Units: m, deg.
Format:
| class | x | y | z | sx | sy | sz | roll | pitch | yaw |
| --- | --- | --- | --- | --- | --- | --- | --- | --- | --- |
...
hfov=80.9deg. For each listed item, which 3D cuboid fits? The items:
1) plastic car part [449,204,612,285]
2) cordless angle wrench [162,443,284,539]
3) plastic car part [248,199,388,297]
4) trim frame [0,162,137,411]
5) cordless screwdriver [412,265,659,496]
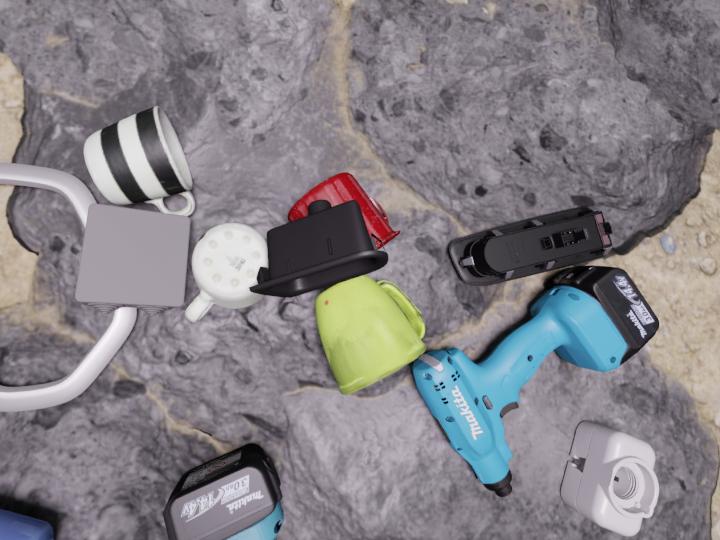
| class | x | y | z | sx | sy | sz | roll | pitch | yaw |
| --- | --- | --- | --- | --- | --- | --- | --- | --- | --- |
| plastic car part | 0.204 | -0.027 | 0.480 | 0.201 | 0.068 | 0.066 | -13 | 93 | -8 |
| cordless angle wrench | -0.053 | 0.376 | 0.359 | 0.097 | 0.074 | 0.428 | -20 | 83 | -13 |
| plastic car part | -0.036 | -0.023 | 0.367 | 0.119 | 0.063 | 0.072 | -21 | 73 | 23 |
| trim frame | -0.327 | 0.010 | 0.409 | 0.182 | 0.028 | 0.249 | -25 | 88 | -13 |
| cordless screwdriver | 0.193 | 0.110 | 0.450 | 0.247 | 0.075 | 0.159 | -31 | 92 | -8 |
